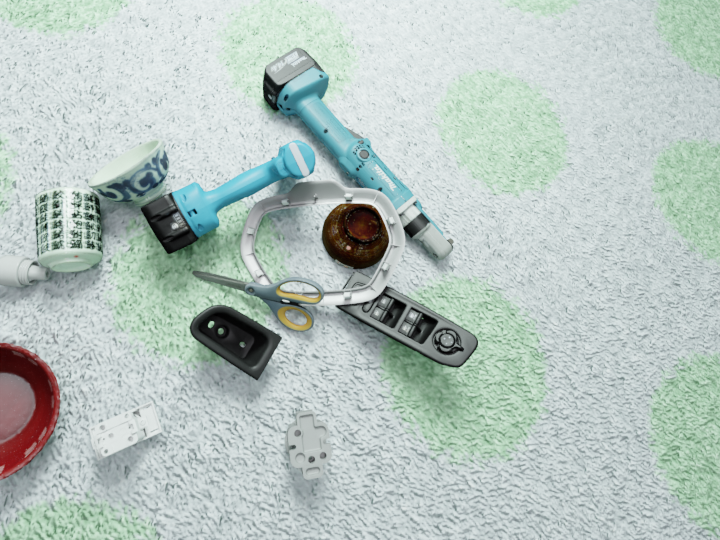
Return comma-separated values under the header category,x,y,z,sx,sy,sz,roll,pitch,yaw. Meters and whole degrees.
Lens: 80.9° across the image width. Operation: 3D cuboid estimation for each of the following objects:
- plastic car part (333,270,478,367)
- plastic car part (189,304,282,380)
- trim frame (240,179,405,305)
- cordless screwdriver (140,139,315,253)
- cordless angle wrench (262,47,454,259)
category,x,y,z,sx,sy,sz,roll,pitch,yaw
plastic car part,0.063,0.080,0.615,0.212,0.064,0.066,25,62,25
plastic car part,-0.180,0.090,0.584,0.113,0.073,0.066,36,69,-15
trim frame,-0.061,-0.040,0.623,0.253,0.027,0.184,-3,88,13
cordless screwdriver,-0.188,-0.121,0.631,0.248,0.164,0.072,-28,109,-4
cordless angle wrench,-0.001,-0.183,0.703,0.097,0.074,0.428,-39,84,-18
